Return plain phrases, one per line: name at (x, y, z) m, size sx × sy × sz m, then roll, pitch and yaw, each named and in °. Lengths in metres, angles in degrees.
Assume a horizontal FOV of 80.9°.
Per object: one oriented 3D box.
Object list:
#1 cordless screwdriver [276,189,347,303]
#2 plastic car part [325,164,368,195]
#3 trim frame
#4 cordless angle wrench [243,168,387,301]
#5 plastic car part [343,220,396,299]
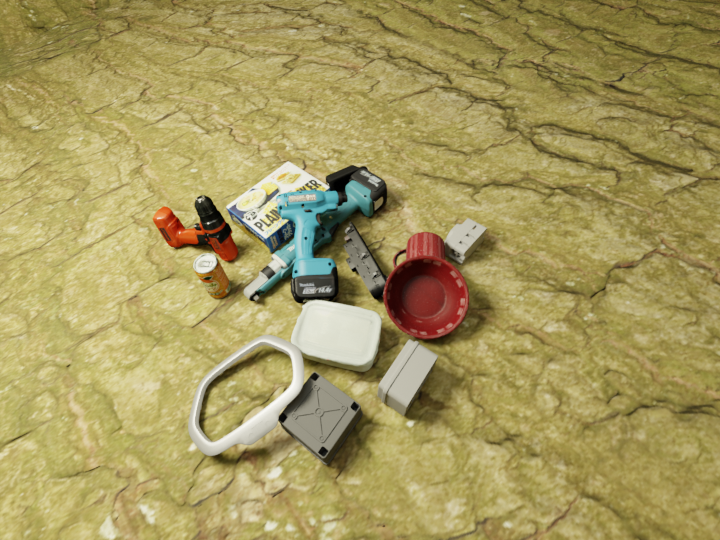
cordless screwdriver at (-0.089, -0.058, 0.913) m, size 0.157 × 0.074 × 0.254 m, roll -7°, pitch 74°, yaw -10°
plastic car part at (-0.044, -0.239, 1.104) m, size 0.115 × 0.063 × 0.075 m, roll -32°, pitch 43°, yaw -19°
trim frame at (-0.210, 0.222, 0.773) m, size 0.247 × 0.026 × 0.195 m, roll -36°, pitch 44°, yaw -5°
cordless angle wrench at (-0.106, -0.080, 0.989) m, size 0.103 × 0.071 × 0.419 m, roll 37°, pitch 69°, yaw 26°
plastic car part at (0.011, -0.015, 0.927) m, size 0.067 × 0.063 × 0.213 m, roll -31°, pitch 56°, yaw -4°
